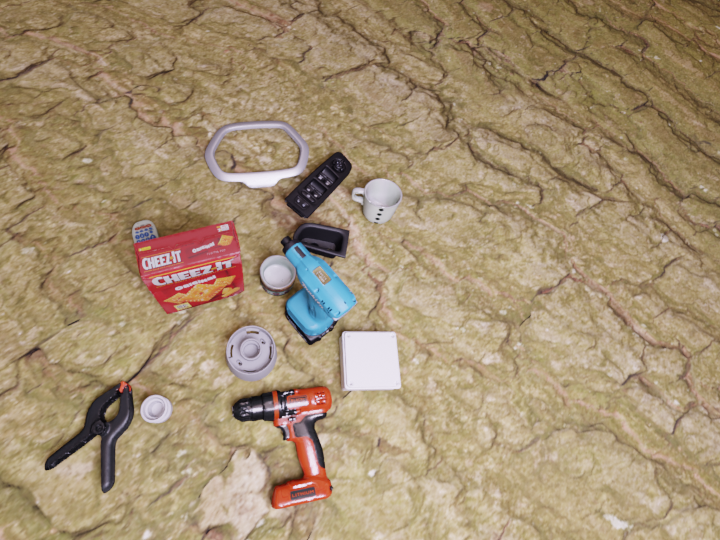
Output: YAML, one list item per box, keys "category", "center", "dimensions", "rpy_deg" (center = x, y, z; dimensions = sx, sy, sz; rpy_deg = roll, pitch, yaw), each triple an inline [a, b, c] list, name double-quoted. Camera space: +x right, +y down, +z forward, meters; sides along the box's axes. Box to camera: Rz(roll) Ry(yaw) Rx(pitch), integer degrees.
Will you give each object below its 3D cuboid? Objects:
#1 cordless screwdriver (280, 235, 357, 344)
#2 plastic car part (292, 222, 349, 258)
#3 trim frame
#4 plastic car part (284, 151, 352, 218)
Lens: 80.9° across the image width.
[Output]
- category: "cordless screwdriver"
  center: [-0.096, 0.041, 0.772]
  dimensions: [0.073, 0.247, 0.163]
  rpy_deg: [-36, 79, -23]
- category: "plastic car part"
  center: [-0.089, -0.058, 0.915]
  dimensions: [0.116, 0.070, 0.067]
  rpy_deg: [12, 66, -4]
- category: "trim frame"
  center: [-0.247, -0.283, 1.016]
  dimensions: [0.244, 0.027, 0.189]
  rpy_deg: [-7, 67, -11]
- category: "plastic car part"
  center: [-0.092, -0.193, 0.977]
  dimensions: [0.067, 0.066, 0.202]
  rpy_deg: [36, 66, 5]
